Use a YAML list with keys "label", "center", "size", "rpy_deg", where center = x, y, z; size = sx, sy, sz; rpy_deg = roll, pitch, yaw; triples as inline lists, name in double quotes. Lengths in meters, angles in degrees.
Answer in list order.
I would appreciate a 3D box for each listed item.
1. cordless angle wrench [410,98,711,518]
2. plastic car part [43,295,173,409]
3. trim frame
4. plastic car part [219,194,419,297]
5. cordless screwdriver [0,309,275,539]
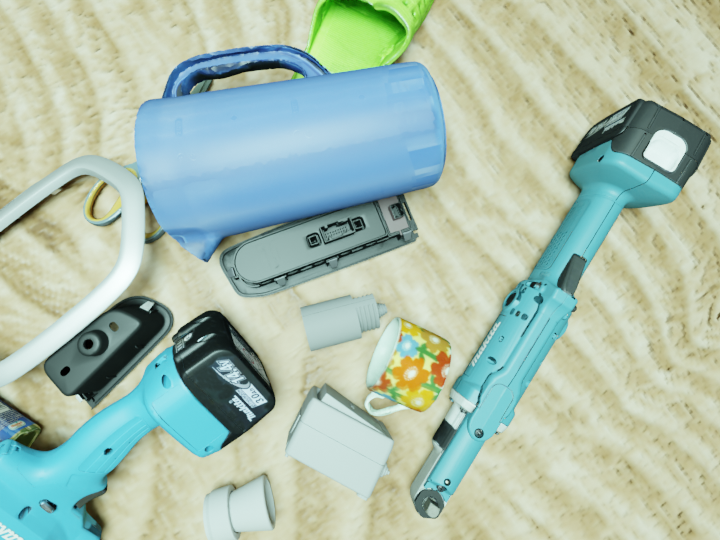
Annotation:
- label: "cordless angle wrench"
  center: [0.167, 0.040, 0.400]
  size: [0.075, 0.098, 0.423]
  rpy_deg: [33, 87, 0]
- label: "plastic car part"
  center: [-0.240, 0.070, 0.392]
  size: [0.116, 0.071, 0.066]
  rpy_deg: [-44, 89, -4]
- label: "trim frame"
  center: [-0.308, -0.007, 0.401]
  size: [0.248, 0.026, 0.191]
  rpy_deg: [-41, 70, -2]
- label: "plastic car part"
  center: [-0.041, -0.027, 0.416]
  size: [0.203, 0.067, 0.066]
  rpy_deg: [-21, 92, -1]
- label: "cordless screwdriver"
  center: [-0.191, 0.158, 0.369]
  size: [0.247, 0.078, 0.153]
  rpy_deg: [-32, 118, -9]
